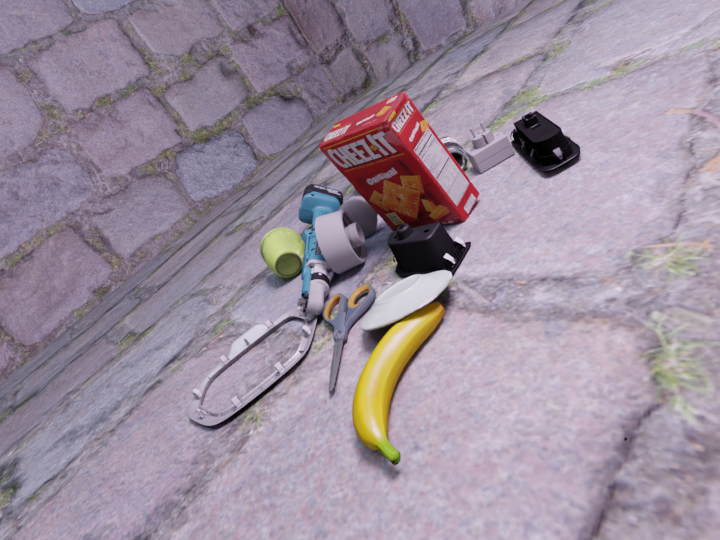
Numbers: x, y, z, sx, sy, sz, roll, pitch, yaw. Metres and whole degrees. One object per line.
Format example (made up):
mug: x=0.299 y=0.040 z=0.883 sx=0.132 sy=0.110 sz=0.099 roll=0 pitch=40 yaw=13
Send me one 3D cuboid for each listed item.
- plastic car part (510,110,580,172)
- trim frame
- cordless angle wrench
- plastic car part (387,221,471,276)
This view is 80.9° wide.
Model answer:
plastic car part: x=0.288 y=-0.215 z=0.675 sx=0.068 sy=0.064 sz=0.207 roll=-20 pitch=30 yaw=17
trim frame: x=-0.169 y=0.140 z=0.661 sx=0.248 sy=0.026 sz=0.191 roll=-40 pitch=23 yaw=-5
cordless angle wrench: x=-0.081 y=-0.053 z=0.829 sx=0.435 sy=0.096 sz=0.073 roll=-95 pitch=21 yaw=-58
plastic car part: x=0.081 y=-0.035 z=0.600 sx=0.122 sy=0.068 sz=0.065 roll=-4 pitch=37 yaw=47
